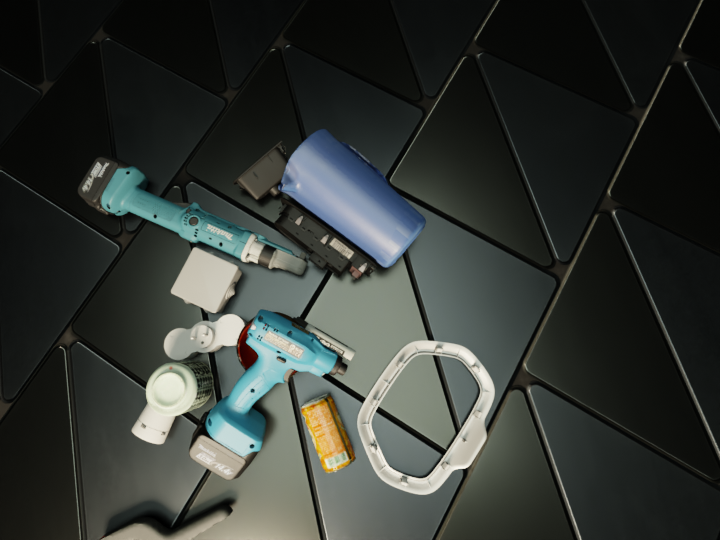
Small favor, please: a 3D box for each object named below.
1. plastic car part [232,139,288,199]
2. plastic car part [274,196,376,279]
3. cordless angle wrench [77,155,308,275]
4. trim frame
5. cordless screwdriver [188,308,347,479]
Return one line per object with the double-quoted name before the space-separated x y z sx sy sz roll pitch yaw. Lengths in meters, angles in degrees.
"plastic car part" -0.170 -0.175 0.785 0.116 0.067 0.070 -44 95 -5
"plastic car part" -0.072 -0.047 0.733 0.206 0.065 0.067 41 82 7
"cordless angle wrench" -0.294 -0.083 0.762 0.428 0.073 0.098 23 77 6
"trim frame" 0.108 0.231 0.683 0.188 0.027 0.248 35 79 9
"cordless screwdriver" -0.142 0.197 0.644 0.157 0.075 0.248 30 97 -7
